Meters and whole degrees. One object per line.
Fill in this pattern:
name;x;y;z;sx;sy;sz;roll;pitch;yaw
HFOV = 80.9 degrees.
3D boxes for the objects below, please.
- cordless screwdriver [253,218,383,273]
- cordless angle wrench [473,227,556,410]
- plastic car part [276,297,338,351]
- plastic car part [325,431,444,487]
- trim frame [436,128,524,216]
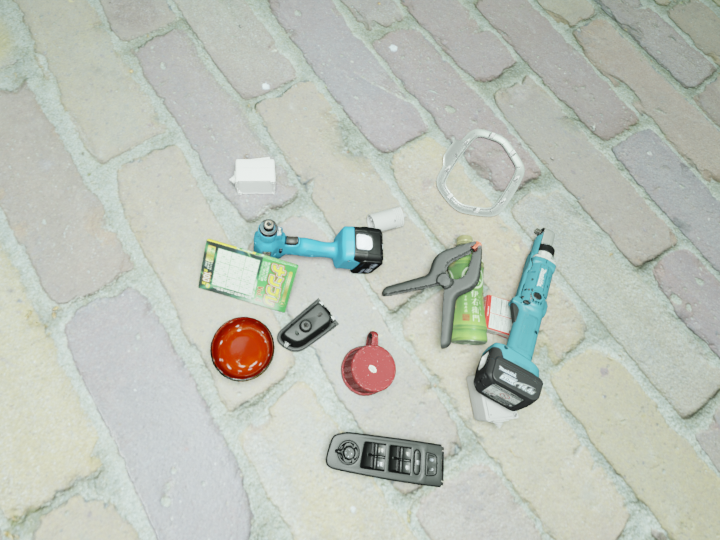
cordless screwdriver;-0.079;-0.052;0.809;0.245;0.159;0.076;4;72;-9
cordless angle wrench;0.333;0.063;0.833;0.100;0.073;0.423;26;56;8
plastic car part;-0.100;0.104;0.797;0.115;0.070;0.067;-37;80;-21
plastic car part;0.038;0.321;0.736;0.200;0.067;0.067;10;78;-8
trim frame;0.281;-0.232;0.987;0.187;0.027;0.248;35;72;7
